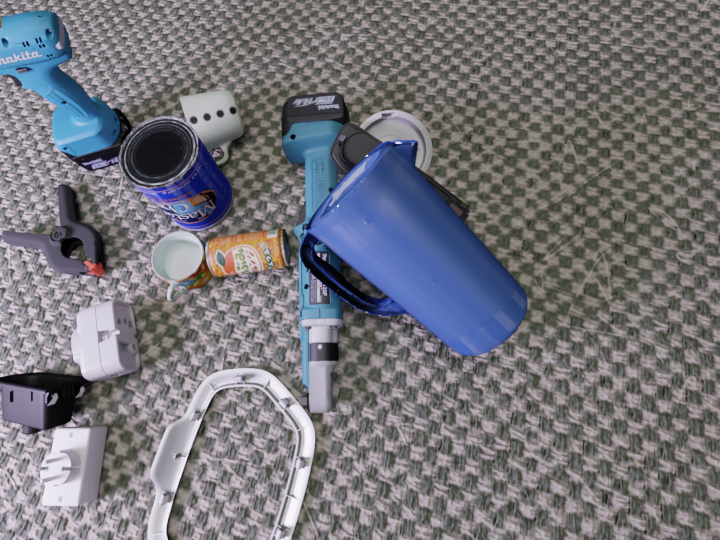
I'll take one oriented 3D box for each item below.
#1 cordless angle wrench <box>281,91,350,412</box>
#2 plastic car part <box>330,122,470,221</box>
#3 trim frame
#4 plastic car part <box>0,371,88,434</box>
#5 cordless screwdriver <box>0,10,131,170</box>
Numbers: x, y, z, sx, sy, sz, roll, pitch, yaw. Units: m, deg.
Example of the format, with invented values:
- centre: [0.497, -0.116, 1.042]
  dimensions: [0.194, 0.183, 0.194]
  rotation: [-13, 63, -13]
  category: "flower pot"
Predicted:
- centre: [-0.055, -0.036, 0.566]
  dimensions: [0.099, 0.072, 0.431]
  rotation: [-4, 73, 4]
  category: "cordless angle wrench"
- centre: [0.047, -0.112, 0.538]
  dimensions: [0.204, 0.067, 0.066]
  rotation: [37, 99, 1]
  category: "plastic car part"
- centre: [-0.157, 0.243, 0.503]
  dimensions: [0.188, 0.027, 0.250]
  rotation: [14, 75, 12]
  category: "trim frame"
- centre: [-0.412, 0.171, 0.540]
  dimensions: [0.120, 0.063, 0.071]
  rotation: [-4, 85, 20]
  category: "plastic car part"
- centre: [-0.431, -0.231, 0.582]
  dimensions: [0.158, 0.244, 0.076]
  rotation: [-14, 73, -7]
  category: "cordless screwdriver"
